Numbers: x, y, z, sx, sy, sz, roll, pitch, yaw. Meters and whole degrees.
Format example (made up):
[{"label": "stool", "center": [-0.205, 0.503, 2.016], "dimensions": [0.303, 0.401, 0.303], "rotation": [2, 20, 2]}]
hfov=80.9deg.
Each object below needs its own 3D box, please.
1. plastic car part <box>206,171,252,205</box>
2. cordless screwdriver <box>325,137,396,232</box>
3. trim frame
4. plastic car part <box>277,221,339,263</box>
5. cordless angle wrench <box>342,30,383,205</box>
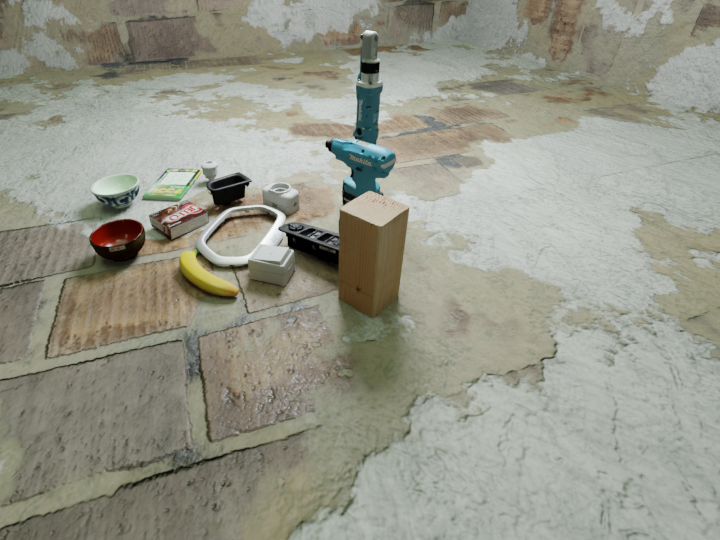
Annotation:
[{"label": "plastic car part", "center": [-0.353, -0.209, 1.124], "dimensions": [0.113, 0.069, 0.070], "rotation": [-30, 47, -33]}, {"label": "cordless screwdriver", "center": [-0.011, -0.164, 0.922], "dimensions": [0.167, 0.241, 0.073], "rotation": [27, 43, 29]}, {"label": "trim frame", "center": [-0.278, -0.089, 1.004], "dimensions": [0.189, 0.027, 0.250], "rotation": [9, 39, 12]}, {"label": "plastic car part", "center": [-0.091, -0.060, 0.932], "dimensions": [0.213, 0.065, 0.065], "rotation": [23, 42, 27]}, {"label": "cordless angle wrench", "center": [0.014, -0.335, 1.005], "dimensions": [0.072, 0.410, 0.103], "rotation": [-29, 47, -36]}]
